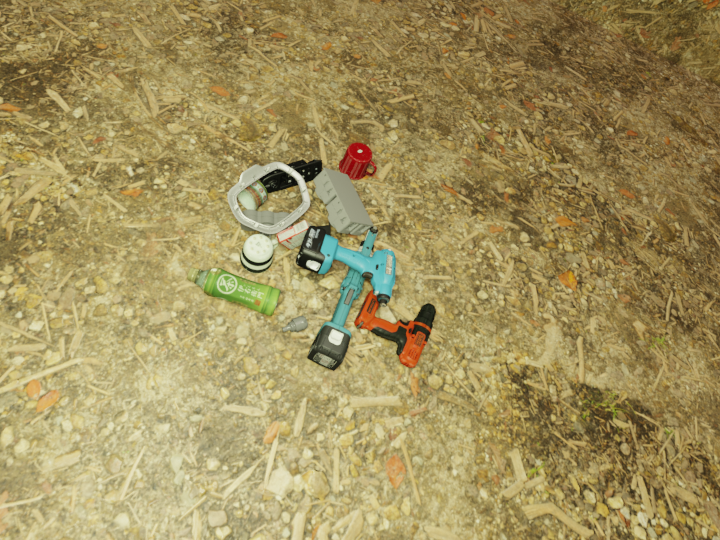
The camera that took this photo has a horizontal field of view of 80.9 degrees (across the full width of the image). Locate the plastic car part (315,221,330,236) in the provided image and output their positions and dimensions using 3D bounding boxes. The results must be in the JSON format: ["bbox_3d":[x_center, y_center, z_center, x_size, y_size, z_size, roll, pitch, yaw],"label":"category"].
[{"bbox_3d":[-0.112,-0.073,1.148,0.071,0.064,0.120,-5,60,-4],"label":"plastic car part"}]

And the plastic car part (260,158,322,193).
[{"bbox_3d":[-0.210,-0.283,1.235,0.198,0.065,0.070,-28,64,-27],"label":"plastic car part"}]

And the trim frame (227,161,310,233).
[{"bbox_3d":[-0.237,-0.199,1.124,0.185,0.028,0.245,46,56,1],"label":"trim frame"}]

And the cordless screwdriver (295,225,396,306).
[{"bbox_3d":[-0.033,-0.009,1.034,0.245,0.074,0.163,16,51,-8],"label":"cordless screwdriver"}]

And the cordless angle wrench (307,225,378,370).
[{"bbox_3d":[-0.023,0.045,1.090,0.074,0.097,0.427,24,54,-5],"label":"cordless angle wrench"}]
